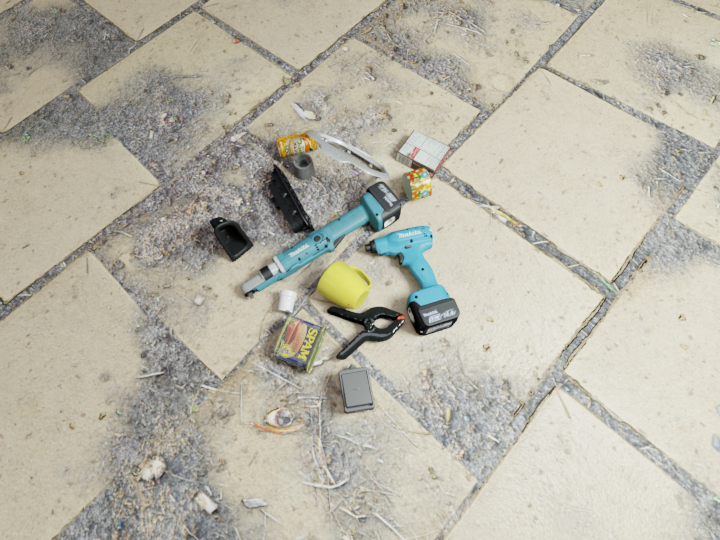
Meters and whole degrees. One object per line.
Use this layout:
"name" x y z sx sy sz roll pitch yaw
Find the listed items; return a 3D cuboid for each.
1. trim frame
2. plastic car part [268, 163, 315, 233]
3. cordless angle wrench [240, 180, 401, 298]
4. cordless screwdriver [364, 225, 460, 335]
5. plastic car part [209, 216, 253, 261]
"trim frame" -0.030 -0.288 1.058 0.257 0.178 0.027 37 113 16
"plastic car part" -0.181 -0.171 1.057 0.067 0.064 0.211 -34 68 -2
"cordless angle wrench" -0.098 -0.064 1.002 0.420 0.072 0.102 -33 69 -8
"cordless screwdriver" 0.113 0.018 0.950 0.159 0.072 0.258 -13 62 -3
"plastic car part" -0.318 -0.088 1.009 0.065 0.111 0.075 -42 49 -16
